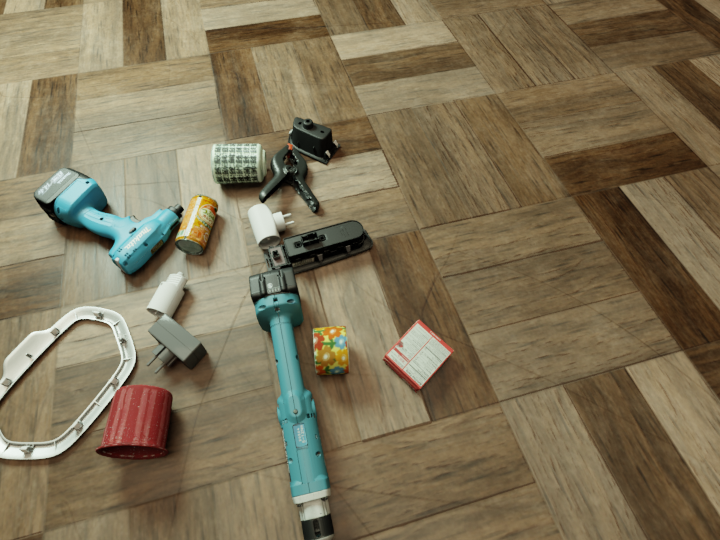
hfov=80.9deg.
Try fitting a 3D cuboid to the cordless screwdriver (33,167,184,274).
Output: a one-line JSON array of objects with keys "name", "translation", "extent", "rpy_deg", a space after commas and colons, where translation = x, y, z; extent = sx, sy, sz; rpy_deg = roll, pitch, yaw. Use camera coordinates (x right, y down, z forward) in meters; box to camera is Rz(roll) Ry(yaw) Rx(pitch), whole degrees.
[{"name": "cordless screwdriver", "translation": [-0.473, -0.114, 0.806], "extent": [0.255, 0.073, 0.159], "rpy_deg": [29, 62, 12]}]

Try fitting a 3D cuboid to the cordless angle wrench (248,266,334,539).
[{"name": "cordless angle wrench", "translation": [-0.091, 0.202, 0.607], "extent": [0.074, 0.095, 0.438], "rpy_deg": [-13, 63, -7]}]

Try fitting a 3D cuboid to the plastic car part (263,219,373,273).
[{"name": "plastic car part", "translation": [-0.076, -0.050, 0.776], "extent": [0.200, 0.065, 0.069], "rpy_deg": [-15, 54, -12]}]

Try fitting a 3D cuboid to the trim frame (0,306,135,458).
[{"name": "trim frame", "translation": [-0.470, 0.167, 0.661], "extent": [0.190, 0.027, 0.248], "rpy_deg": [25, 64, 15]}]

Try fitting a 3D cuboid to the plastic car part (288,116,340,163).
[{"name": "plastic car part", "translation": [-0.107, -0.293, 0.915], "extent": [0.119, 0.069, 0.066], "rpy_deg": [27, 61, 11]}]
